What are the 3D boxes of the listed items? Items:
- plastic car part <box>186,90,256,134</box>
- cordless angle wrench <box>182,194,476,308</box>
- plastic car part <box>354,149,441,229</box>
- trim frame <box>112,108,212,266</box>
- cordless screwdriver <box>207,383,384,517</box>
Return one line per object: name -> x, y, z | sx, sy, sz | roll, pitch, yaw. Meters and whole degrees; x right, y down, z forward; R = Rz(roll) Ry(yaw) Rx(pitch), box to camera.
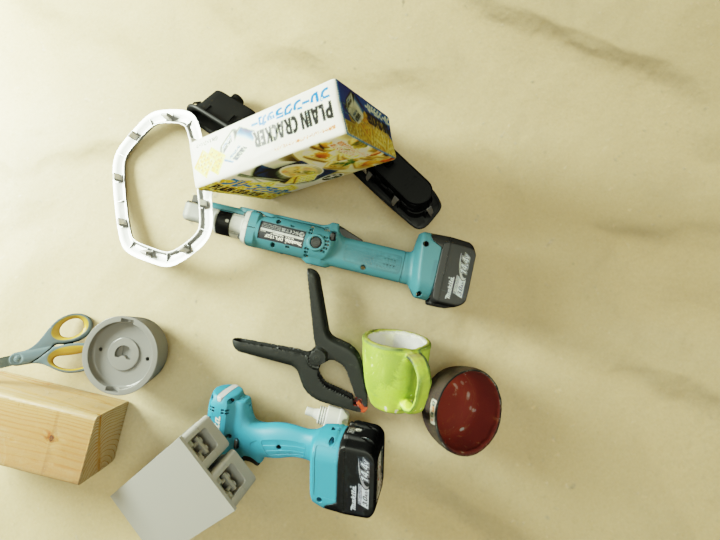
plastic car part -> -0.203, -0.238, 0.650 | 0.119, 0.065, 0.070 | 37, 72, 8
cordless angle wrench -> -0.060, -0.039, 0.615 | 0.428, 0.073, 0.098 | 14, 85, 6
plastic car part -> 0.037, -0.148, 0.603 | 0.066, 0.066, 0.209 | -37, 73, -14
trim frame -> -0.297, -0.127, 0.632 | 0.188, 0.026, 0.253 | -14, 76, 15
cordless screwdriver -> -0.097, 0.259, 0.566 | 0.256, 0.072, 0.158 | 8, 96, 17
